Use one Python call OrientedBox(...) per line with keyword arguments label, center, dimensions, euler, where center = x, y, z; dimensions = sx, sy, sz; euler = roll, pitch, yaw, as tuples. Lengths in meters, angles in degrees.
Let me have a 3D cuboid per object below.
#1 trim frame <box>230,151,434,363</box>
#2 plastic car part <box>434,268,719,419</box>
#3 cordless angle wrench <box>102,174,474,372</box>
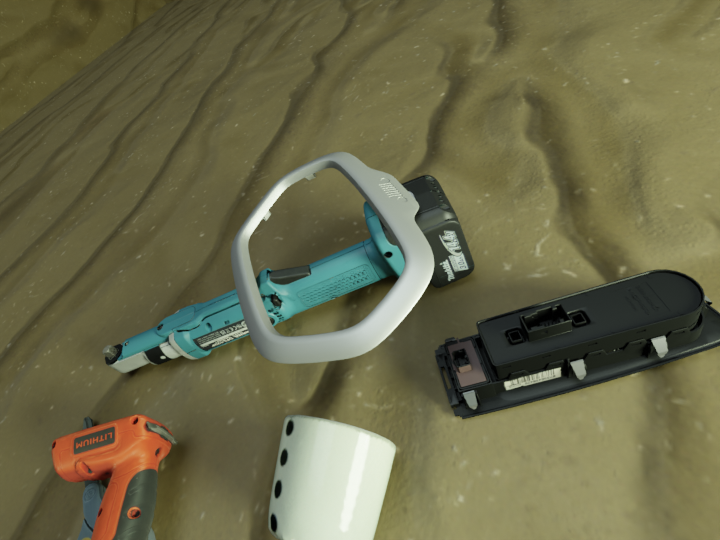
OrientedBox(label="trim frame", center=(-0.038, -0.025, 0.387), dimensions=(0.185, 0.026, 0.261), euler=(-37, 44, 6))
OrientedBox(label="plastic car part", center=(0.159, 0.047, 0.321), dimensions=(0.206, 0.064, 0.068), euler=(-16, 38, 10))
OrientedBox(label="cordless angle wrench", center=(-0.101, 0.032, 0.456), dimensions=(0.429, 0.093, 0.077), euler=(-23, 44, 14))
